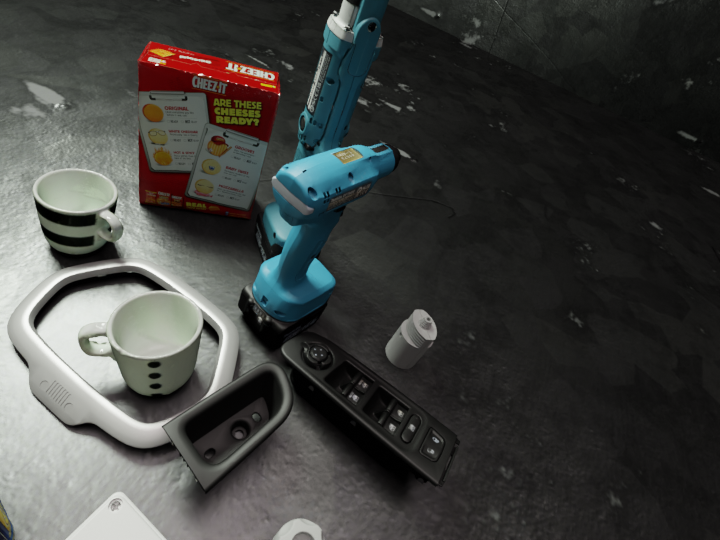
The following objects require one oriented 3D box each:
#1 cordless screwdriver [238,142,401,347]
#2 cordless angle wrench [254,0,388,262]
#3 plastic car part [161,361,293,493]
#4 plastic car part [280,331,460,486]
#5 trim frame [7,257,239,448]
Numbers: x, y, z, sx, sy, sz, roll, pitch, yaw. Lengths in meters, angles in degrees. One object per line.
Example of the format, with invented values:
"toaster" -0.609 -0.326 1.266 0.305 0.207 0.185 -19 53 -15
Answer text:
"cordless screwdriver" -0.046 -0.030 0.473 0.077 0.247 0.155 43 45 16
"cordless angle wrench" -0.041 -0.163 0.481 0.071 0.419 0.102 -2 51 -29
"plastic car part" -0.117 0.147 0.397 0.068 0.070 0.113 43 46 18
"plastic car part" -0.001 0.142 0.452 0.209 0.066 0.065 37 44 15
"trim frame" -0.245 0.073 0.450 0.254 0.027 0.182 33 44 11
